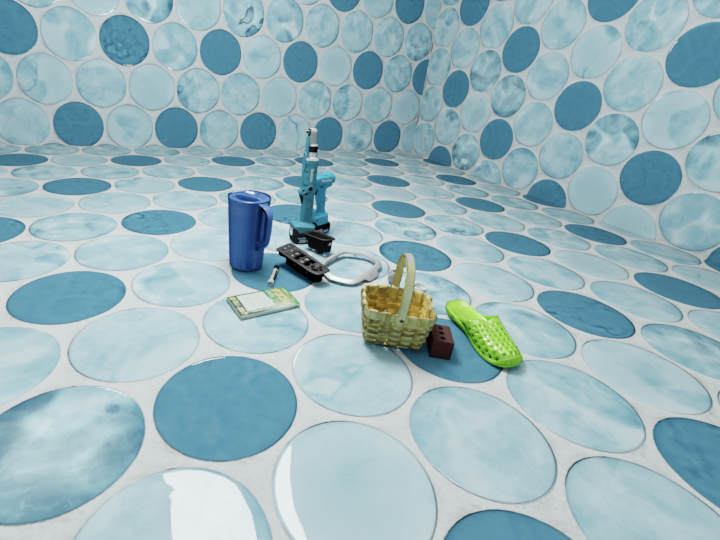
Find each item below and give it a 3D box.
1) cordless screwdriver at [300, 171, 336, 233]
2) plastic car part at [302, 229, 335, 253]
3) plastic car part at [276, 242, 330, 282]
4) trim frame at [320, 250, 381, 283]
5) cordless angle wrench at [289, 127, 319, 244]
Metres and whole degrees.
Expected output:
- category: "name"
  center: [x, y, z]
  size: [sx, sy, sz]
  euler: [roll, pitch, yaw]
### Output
- category: "cordless screwdriver"
  center: [-0.179, -0.260, 1.652]
  size: [0.079, 0.244, 0.153]
  euler: [28, 30, 36]
- category: "plastic car part"
  center: [-0.149, -0.097, 1.523]
  size: [0.123, 0.069, 0.063]
  euler: [26, 30, 35]
- category: "plastic car part"
  center: [-0.186, -0.019, 1.353]
  size: [0.214, 0.066, 0.064]
  euler: [27, 30, 36]
- category: "trim frame"
  center: [-0.032, -0.012, 1.424]
  size: [0.193, 0.027, 0.242]
  euler: [20, 28, 25]
- category: "cordless angle wrench"
  center: [-0.192, -0.303, 1.539]
  size: [0.095, 0.415, 0.078]
  euler: [-2, 26, -25]
